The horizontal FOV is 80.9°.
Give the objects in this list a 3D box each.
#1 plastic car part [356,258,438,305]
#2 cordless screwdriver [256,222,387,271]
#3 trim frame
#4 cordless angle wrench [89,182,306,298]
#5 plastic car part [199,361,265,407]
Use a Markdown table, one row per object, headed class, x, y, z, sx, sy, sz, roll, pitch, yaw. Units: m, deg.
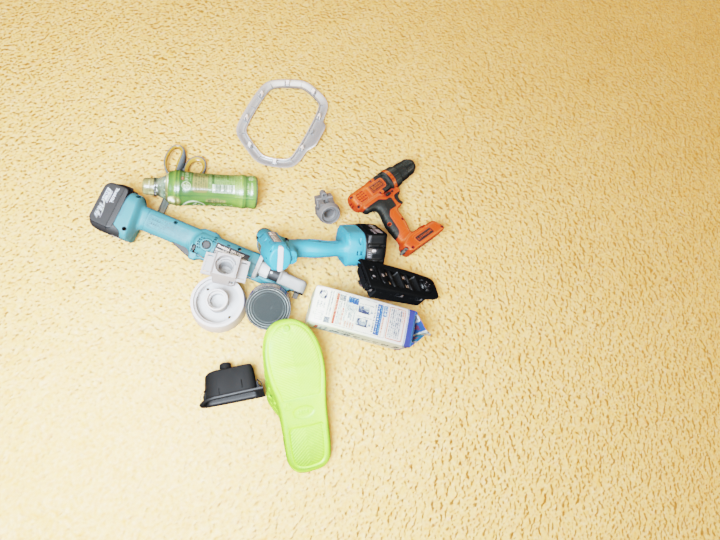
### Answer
| class | x | y | z | sx | sy | sz | roll | pitch | yaw |
| --- | --- | --- | --- | --- | --- | --- | --- | --- | --- |
| plastic car part | 0.071 | 0.034 | 0.832 | 0.194 | 0.067 | 0.069 | 9 | 38 | -31 |
| cordless screwdriver | -0.083 | -0.054 | 0.847 | 0.241 | 0.167 | 0.073 | -4 | 112 | -21 |
| trim frame | -0.174 | -0.345 | 0.970 | 0.184 | 0.027 | 0.250 | 25 | 69 | -1 |
| cordless angle wrench | -0.302 | -0.046 | 0.829 | 0.419 | 0.075 | 0.098 | 23 | 79 | -5 |
| plastic car part | -0.236 | 0.203 | 0.770 | 0.115 | 0.064 | 0.073 | -7 | 60 | -8 |
